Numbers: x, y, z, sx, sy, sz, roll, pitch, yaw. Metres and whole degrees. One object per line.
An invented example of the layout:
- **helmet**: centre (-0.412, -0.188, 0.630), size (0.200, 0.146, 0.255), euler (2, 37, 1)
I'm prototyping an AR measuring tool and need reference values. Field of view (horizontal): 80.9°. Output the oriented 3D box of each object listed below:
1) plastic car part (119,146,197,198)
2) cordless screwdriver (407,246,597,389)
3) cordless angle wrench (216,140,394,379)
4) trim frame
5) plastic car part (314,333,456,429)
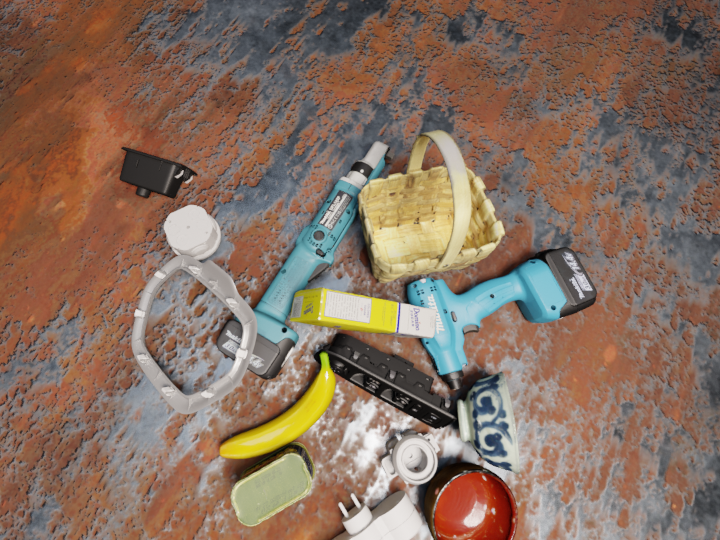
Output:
- **plastic car part**: centre (-0.341, -0.153, 0.695), size (0.118, 0.065, 0.071), euler (15, 87, 6)
- **cordless screwdriver**: centre (0.207, 0.065, 0.617), size (0.248, 0.073, 0.163), euler (-15, 73, -2)
- **cordless angle wrench**: centre (-0.064, -0.042, 0.653), size (0.100, 0.073, 0.423), euler (28, 71, 7)
- **trim frame**: centre (-0.238, 0.076, 0.581), size (0.263, 0.026, 0.184), euler (32, 87, 36)
- **plastic car part**: centre (0.034, 0.146, 0.593), size (0.206, 0.065, 0.067), euler (23, 63, 6)
